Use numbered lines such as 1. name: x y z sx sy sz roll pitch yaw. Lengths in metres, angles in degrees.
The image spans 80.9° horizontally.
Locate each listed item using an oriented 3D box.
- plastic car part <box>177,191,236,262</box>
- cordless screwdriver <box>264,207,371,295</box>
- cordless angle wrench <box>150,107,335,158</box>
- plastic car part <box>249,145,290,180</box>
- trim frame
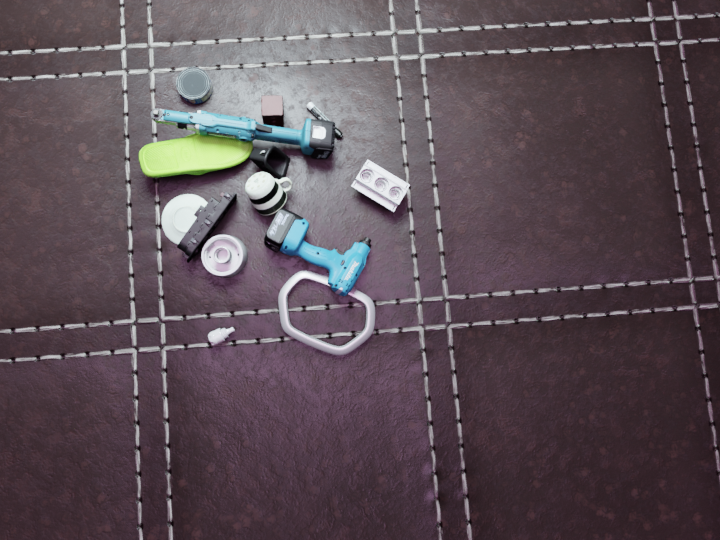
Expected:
1. plastic car part: -0.375 -0.112 1.018 0.065 0.068 0.203 32 83 -18
2. cordless screwdriver: -0.101 -0.066 1.029 0.248 0.074 0.159 31 70 -2
3. cordless angle wrench: -0.274 -0.336 1.004 0.415 0.099 0.074 5 87 -11
4. plastic car part: -0.230 -0.269 1.032 0.073 0.112 0.066 13 86 19
5. trim frame: -0.084 0.101 1.040 0.249 0.027 0.184 22 86 2
